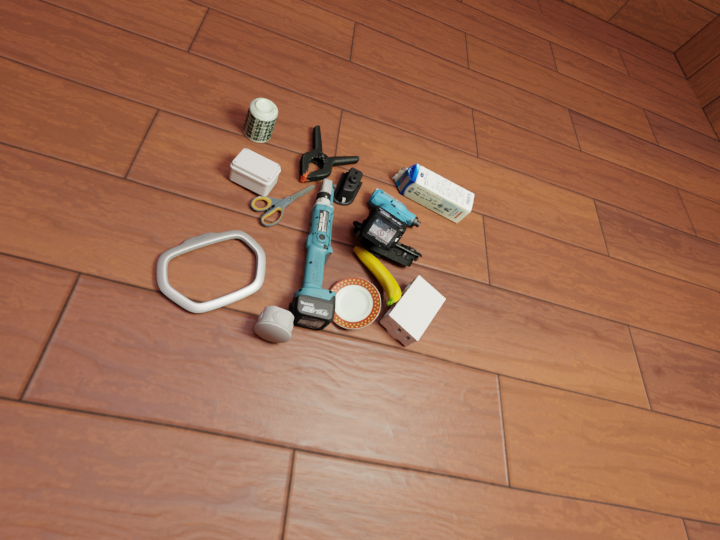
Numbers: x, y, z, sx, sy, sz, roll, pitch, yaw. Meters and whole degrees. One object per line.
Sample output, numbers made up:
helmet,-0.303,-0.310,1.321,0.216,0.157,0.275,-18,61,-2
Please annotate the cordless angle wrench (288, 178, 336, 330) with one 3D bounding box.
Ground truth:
cordless angle wrench,-0.102,-0.067,1.046,0.095,0.074,0.434,13,56,-16

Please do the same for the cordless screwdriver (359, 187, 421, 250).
cordless screwdriver,0.086,-0.128,1.096,0.158,0.074,0.250,31,25,-5

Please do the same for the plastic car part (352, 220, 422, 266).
plastic car part,0.067,-0.063,1.107,0.201,0.067,0.067,21,96,-6

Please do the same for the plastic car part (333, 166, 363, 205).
plastic car part,-0.028,-0.239,1.170,0.065,0.071,0.118,26,53,-7

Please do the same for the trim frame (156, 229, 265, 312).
trim frame,-0.328,-0.006,0.949,0.242,0.027,0.189,-23,73,-28
